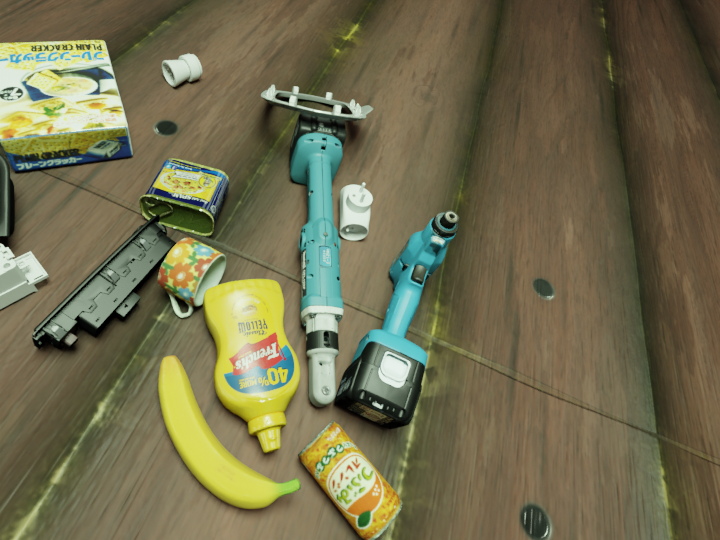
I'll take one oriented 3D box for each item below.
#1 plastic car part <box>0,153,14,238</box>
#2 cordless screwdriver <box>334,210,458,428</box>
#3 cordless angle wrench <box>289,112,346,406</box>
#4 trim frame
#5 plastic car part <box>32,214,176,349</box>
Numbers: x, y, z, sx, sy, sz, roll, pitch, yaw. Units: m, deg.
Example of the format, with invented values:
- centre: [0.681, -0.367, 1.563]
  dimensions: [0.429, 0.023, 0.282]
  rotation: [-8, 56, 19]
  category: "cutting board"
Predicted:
- centre: [-0.459, -0.088, 0.525]
  dimensions: [0.064, 0.071, 0.119]
  rotation: [-3, 75, -19]
  category: "plastic car part"
- centre: [0.055, 0.050, 0.508]
  dimensions: [0.074, 0.158, 0.251]
  rotation: [24, 57, -3]
  category: "cordless screwdriver"
- centre: [-0.057, -0.037, 0.583]
  dimensions: [0.072, 0.098, 0.435]
  rotation: [6, 59, -18]
  category: "cordless angle wrench"
- centre: [-0.073, -0.285, 0.712]
  dimensions: [0.182, 0.027, 0.256]
  rotation: [8, 24, -9]
  category: "trim frame"
- centre: [-0.290, 0.012, 0.507]
  dimensions: [0.066, 0.067, 0.204]
  rotation: [29, 54, -9]
  category: "plastic car part"
